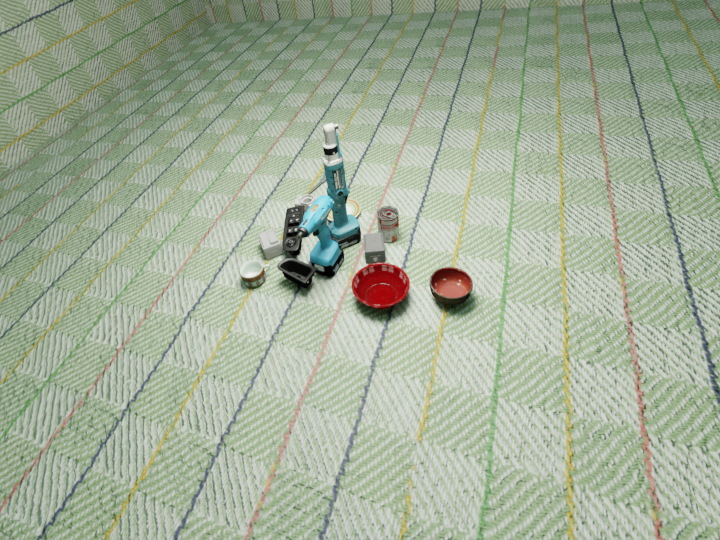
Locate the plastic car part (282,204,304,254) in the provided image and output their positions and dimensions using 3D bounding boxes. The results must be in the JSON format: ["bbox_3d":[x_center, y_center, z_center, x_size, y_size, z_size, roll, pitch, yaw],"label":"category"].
[{"bbox_3d":[-0.221,-0.127,1.411,0.067,0.064,0.209,-5,47,5],"label":"plastic car part"}]

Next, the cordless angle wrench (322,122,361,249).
[{"bbox_3d":[-0.068,-0.240,1.248,0.097,0.406,0.078,-20,47,-12],"label":"cordless angle wrench"}]

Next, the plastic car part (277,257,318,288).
[{"bbox_3d":[-0.189,0.013,1.269,0.122,0.068,0.065,22,54,28],"label":"plastic car part"}]

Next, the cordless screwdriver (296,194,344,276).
[{"bbox_3d":[-0.120,-0.078,1.223,0.077,0.239,0.159,16,51,21],"label":"cordless screwdriver"}]
